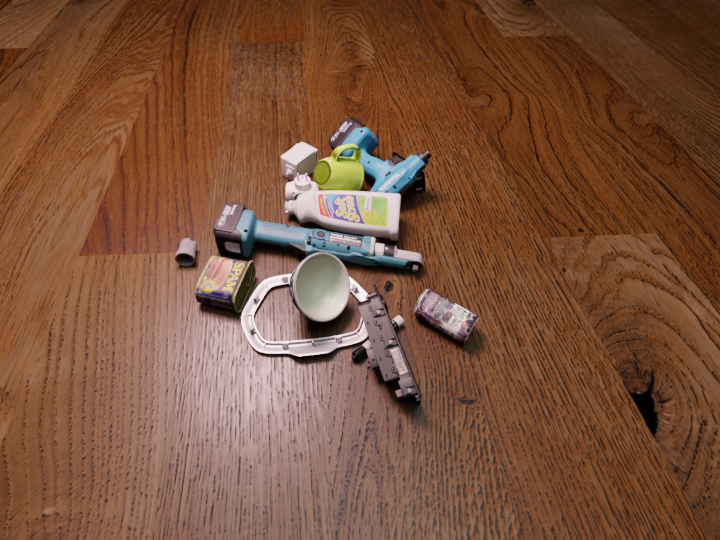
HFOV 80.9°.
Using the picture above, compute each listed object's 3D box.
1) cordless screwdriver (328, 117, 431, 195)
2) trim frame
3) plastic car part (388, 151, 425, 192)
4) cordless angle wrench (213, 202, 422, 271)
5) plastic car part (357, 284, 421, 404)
[{"bbox_3d":[0.042,-0.277,1.006,0.160,0.070,0.261,-44,57,12],"label":"cordless screwdriver"},{"bbox_3d":[-0.097,0.075,0.787,0.246,0.027,0.191,-5,52,-6],"label":"trim frame"},{"bbox_3d":[0.093,-0.228,1.022,0.070,0.063,0.123,-37,56,-12],"label":"plastic car part"},{"bbox_3d":[-0.085,-0.056,0.870,0.427,0.072,0.100,10,51,5],"label":"cordless angle wrench"},{"bbox_3d":[0.041,0.124,0.710,0.068,0.063,0.210,-20,62,7],"label":"plastic car part"}]
